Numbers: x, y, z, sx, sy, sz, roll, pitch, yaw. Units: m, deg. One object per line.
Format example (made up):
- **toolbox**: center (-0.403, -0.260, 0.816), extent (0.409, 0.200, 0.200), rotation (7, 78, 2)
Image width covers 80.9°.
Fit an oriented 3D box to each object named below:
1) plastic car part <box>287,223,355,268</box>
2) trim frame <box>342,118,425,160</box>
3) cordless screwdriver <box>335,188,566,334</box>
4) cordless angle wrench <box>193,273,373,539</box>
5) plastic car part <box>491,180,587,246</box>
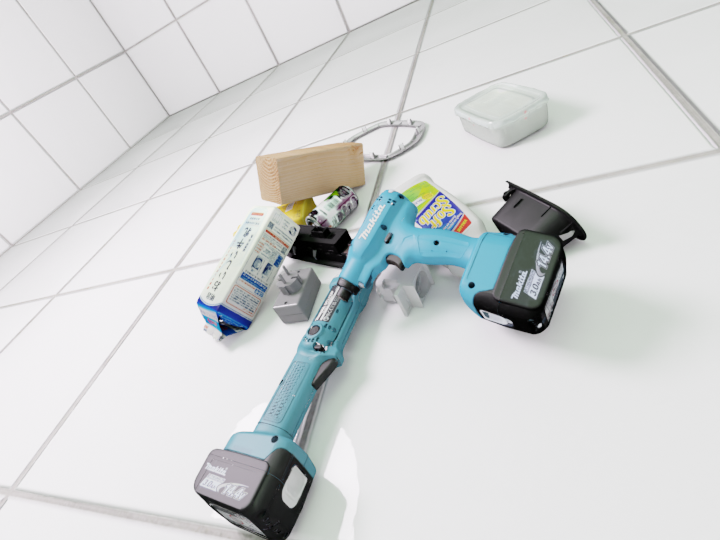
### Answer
- **plastic car part**: center (-0.074, -0.048, 0.752), extent (0.214, 0.064, 0.066), rotation (7, 55, 44)
- **trim frame**: center (0.044, -0.319, 1.029), extent (0.183, 0.026, 0.263), rotation (-43, 38, -17)
- **cordless screwdriver**: center (0.090, 0.002, 0.498), extent (0.263, 0.070, 0.159), rotation (23, 78, 37)
- **cordless angle wrench**: center (-0.048, 0.096, 0.545), extent (0.102, 0.071, 0.424), rotation (-5, 40, 31)
- **plastic car part**: center (0.220, -0.058, 0.555), extent (0.071, 0.062, 0.122), rotation (-43, 36, 8)
